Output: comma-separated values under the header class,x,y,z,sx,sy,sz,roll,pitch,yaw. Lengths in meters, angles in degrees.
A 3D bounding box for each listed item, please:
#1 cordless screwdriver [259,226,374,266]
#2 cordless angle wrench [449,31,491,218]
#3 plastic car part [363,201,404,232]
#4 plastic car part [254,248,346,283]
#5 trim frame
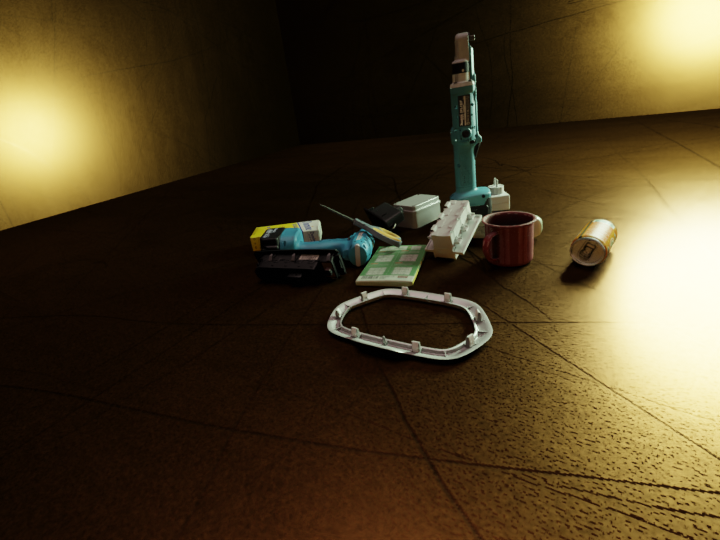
class,x,y,z,sx,sy,sz,roll,pitch,yaw
cordless screwdriver,-0.094,-0.061,0.961,0.254,0.072,0.160,0,23,12
cordless angle wrench,0.242,-0.316,0.975,0.100,0.413,0.075,-4,20,12
plastic car part,0.070,-0.134,1.047,0.070,0.063,0.122,-39,30,-8
plastic car part,-0.135,-0.003,0.862,0.212,0.063,0.067,5,50,29
trim frame,0.067,0.072,0.635,0.261,0.027,0.180,9,30,34
